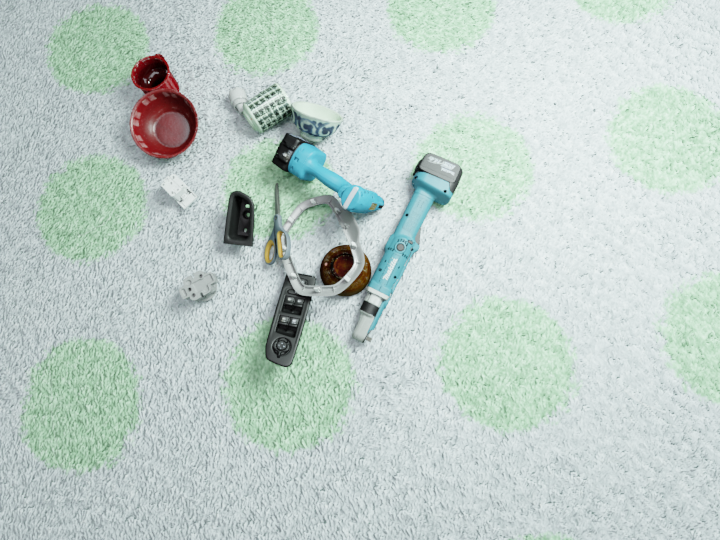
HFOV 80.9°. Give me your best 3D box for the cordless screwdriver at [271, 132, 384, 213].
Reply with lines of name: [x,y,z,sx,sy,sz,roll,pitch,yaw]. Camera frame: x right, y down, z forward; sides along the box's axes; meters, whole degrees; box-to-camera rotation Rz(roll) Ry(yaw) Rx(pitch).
cordless screwdriver: [-0.063,-0.203,0.922,0.259,0.153,0.074,37,108,22]

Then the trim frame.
trim frame: [-0.087,-0.057,0.889,0.186,0.026,0.260,-30,56,11]

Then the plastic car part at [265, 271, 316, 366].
plastic car part: [-0.146,0.103,0.866,0.066,0.066,0.207,13,54,-3]

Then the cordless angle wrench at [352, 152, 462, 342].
cordless angle wrench: [0.085,-0.045,0.897,0.100,0.073,0.423,26,82,8]

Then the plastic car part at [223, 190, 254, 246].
plastic car part: [-0.258,-0.115,0.935,0.066,0.071,0.116,7,94,2]
